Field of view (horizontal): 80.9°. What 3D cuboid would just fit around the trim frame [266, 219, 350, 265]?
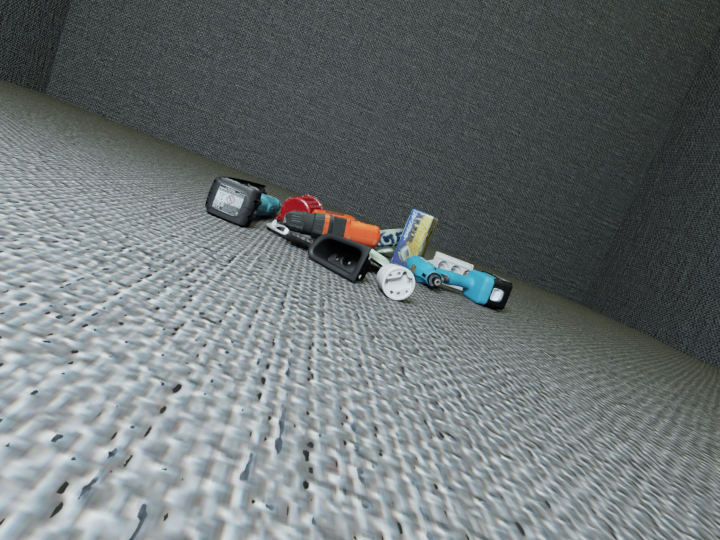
[{"bbox_3d":[-0.089,-0.058,0.906,0.259,0.027,0.177,27,12,22],"label":"trim frame"}]

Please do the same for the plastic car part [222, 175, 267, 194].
[{"bbox_3d":[-0.317,-0.203,1.137,0.069,0.067,0.194,53,18,17],"label":"plastic car part"}]

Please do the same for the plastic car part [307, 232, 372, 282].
[{"bbox_3d":[-0.028,-0.020,0.750,0.123,0.066,0.067,24,-7,37],"label":"plastic car part"}]

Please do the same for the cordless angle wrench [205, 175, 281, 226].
[{"bbox_3d":[-0.242,-0.157,1.001,0.098,0.074,0.422,22,7,-1],"label":"cordless angle wrench"}]

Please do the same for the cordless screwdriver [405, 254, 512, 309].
[{"bbox_3d":[0.243,0.031,1.015,0.244,0.074,0.163,16,11,-12],"label":"cordless screwdriver"}]
